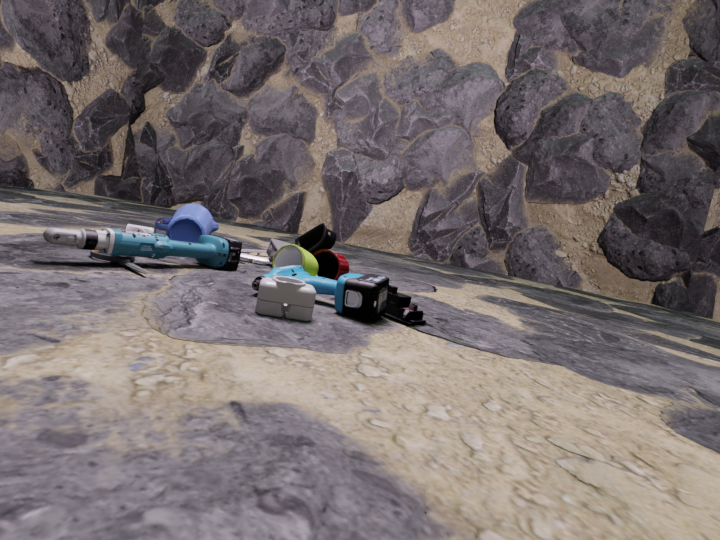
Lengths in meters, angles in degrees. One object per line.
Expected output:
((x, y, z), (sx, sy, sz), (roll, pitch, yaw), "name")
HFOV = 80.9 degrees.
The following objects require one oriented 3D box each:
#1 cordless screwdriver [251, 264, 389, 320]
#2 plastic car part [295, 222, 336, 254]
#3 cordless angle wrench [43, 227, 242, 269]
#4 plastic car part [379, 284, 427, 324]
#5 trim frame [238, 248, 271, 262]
((-0.079, 0.036, 0.828), (0.260, 0.074, 0.153), (10, 10, 27), "cordless screwdriver")
((-0.108, -0.070, 1.100), (0.119, 0.068, 0.067), (-27, -32, 32), "plastic car part")
((-0.443, -0.053, 0.914), (0.103, 0.074, 0.402), (15, 6, 34), "cordless angle wrench")
((0.040, 0.059, 0.884), (0.214, 0.066, 0.063), (13, 13, 44), "plastic car part")
((-0.305, -0.043, 1.331), (0.193, 0.027, 0.238), (16, 10, 30), "trim frame")
